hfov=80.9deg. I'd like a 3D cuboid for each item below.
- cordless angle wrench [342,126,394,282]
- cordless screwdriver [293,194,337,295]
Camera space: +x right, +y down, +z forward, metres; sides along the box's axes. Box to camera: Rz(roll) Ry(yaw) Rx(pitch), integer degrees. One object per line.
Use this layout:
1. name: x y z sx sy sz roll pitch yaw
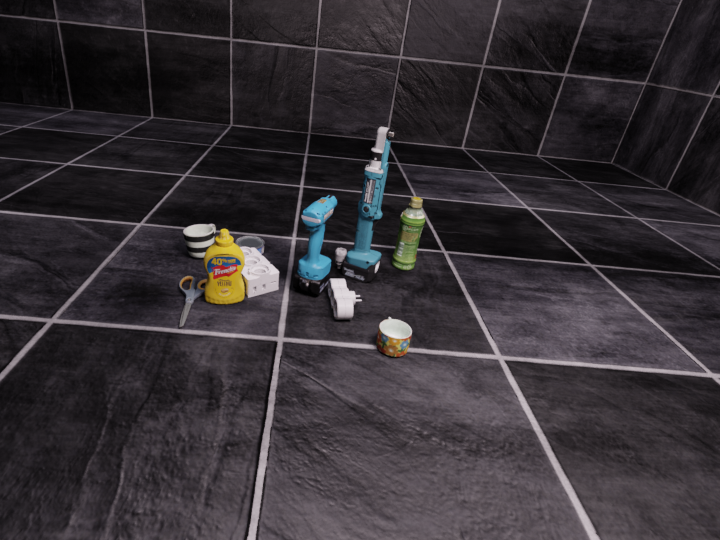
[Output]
1. cordless angle wrench: 0.026 -0.168 1.126 0.102 0.414 0.073 20 30 19
2. cordless screwdriver: -0.108 -0.070 1.101 0.076 0.243 0.158 16 29 13
